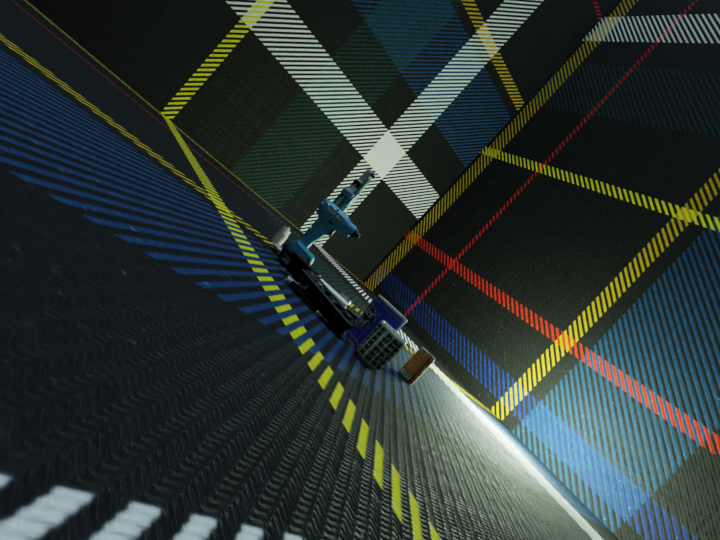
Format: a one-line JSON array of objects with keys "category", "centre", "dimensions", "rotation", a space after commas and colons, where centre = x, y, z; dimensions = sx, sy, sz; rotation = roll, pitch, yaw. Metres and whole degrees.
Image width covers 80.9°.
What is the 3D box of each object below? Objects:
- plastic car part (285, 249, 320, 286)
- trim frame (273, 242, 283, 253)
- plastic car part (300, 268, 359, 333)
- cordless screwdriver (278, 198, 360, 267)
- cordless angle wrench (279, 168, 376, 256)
[{"category": "plastic car part", "centre": [-0.170, 0.004, 1.186], "dimensions": [0.062, 0.071, 0.123], "rotation": [40, 3, -41]}, {"category": "trim frame", "centre": [-0.232, -0.034, 1.490], "dimensions": [0.188, 0.027, 0.243], "rotation": [42, 2, 10]}, {"category": "plastic car part", "centre": [-0.088, 0.084, 1.072], "dimensions": [0.211, 0.067, 0.064], "rotation": [43, 2, 21]}, {"category": "cordless screwdriver", "centre": [-0.129, -0.085, 1.322], "dimensions": [0.160, 0.249, 0.074], "rotation": [42, 3, 1]}, {"category": "cordless angle wrench", "centre": [-0.104, -0.184, 1.447], "dimensions": [0.102, 0.423, 0.071], "rotation": [43, 3, 20]}]
